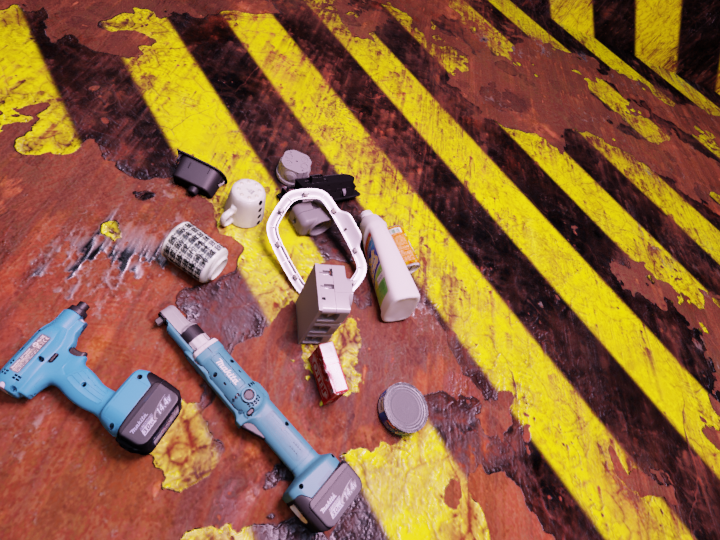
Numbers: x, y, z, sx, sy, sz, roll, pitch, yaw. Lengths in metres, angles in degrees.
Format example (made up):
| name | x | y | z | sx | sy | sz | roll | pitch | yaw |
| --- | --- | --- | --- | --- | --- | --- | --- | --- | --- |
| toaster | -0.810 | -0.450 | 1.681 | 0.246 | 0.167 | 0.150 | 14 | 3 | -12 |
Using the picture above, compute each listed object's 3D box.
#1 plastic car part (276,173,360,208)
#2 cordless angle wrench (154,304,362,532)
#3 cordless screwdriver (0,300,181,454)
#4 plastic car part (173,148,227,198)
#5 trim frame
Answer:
| name | x | y | z | sx | sy | sz | roll | pitch | yaw |
| --- | --- | --- | --- | --- | --- | --- | --- | --- | --- |
| plastic car part | -0.091 | -0.193 | 0.984 | 0.195 | 0.066 | 0.070 | -9 | 32 | -30 |
| cordless angle wrench | -0.182 | 0.209 | 0.676 | 0.435 | 0.074 | 0.096 | 43 | 53 | 14 |
| cordless screwdriver | -0.385 | 0.155 | 0.638 | 0.250 | 0.073 | 0.160 | 25 | 52 | 2 |
| plastic car part | -0.352 | -0.195 | 0.904 | 0.115 | 0.066 | 0.071 | 28 | 67 | -6 |
| trim frame | -0.085 | -0.056 | 0.873 | 0.180 | 0.028 | 0.250 | -28 | 86 | -22 |
